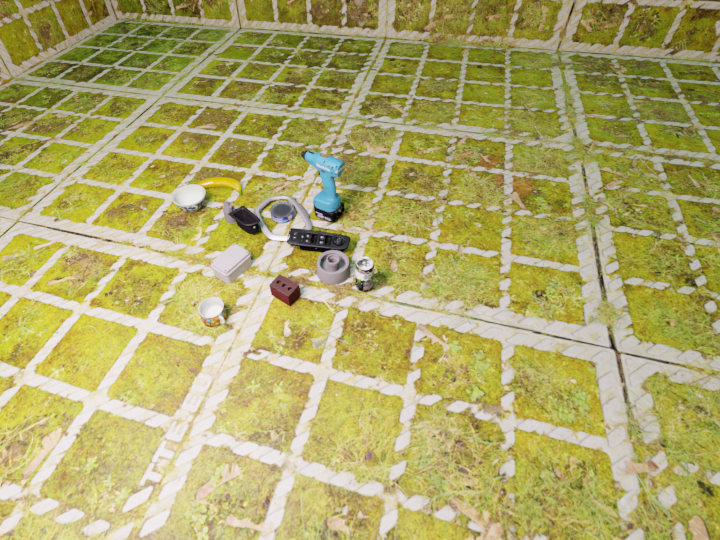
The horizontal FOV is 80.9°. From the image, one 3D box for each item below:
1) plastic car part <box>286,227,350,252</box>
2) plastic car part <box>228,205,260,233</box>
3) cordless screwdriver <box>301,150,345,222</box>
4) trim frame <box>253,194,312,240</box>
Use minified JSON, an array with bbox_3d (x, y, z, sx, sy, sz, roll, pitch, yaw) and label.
[{"bbox_3d":[-0.135,-0.088,1.381,0.205,0.065,0.068,4,48,6],"label":"plastic car part"},{"bbox_3d":[-0.393,-0.163,1.461,0.065,0.068,0.123,-36,56,-28],"label":"plastic car part"},{"bbox_3d":[-0.130,-0.293,1.449,0.166,0.241,0.073,28,53,23],"label":"cordless screwdriver"},{"bbox_3d":[-0.275,-0.188,1.506,0.181,0.026,0.262,-24,51,-18],"label":"trim frame"}]
